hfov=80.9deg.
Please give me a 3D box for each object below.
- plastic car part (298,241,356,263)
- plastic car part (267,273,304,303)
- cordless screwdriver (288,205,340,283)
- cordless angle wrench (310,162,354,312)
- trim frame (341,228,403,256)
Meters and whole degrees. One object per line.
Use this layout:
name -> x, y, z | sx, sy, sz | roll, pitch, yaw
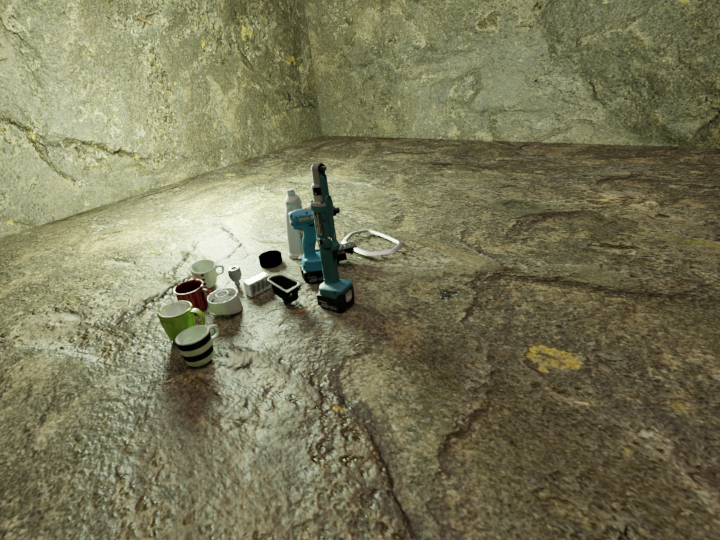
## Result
plastic car part -> -0.114, -0.052, 1.469 | 0.203, 0.065, 0.068 | -9, 26, 0
plastic car part -> -0.229, 0.061, 1.284 | 0.064, 0.069, 0.123 | -29, 33, -36
cordless screwdriver -> -0.132, -0.086, 1.349 | 0.158, 0.241, 0.077 | -10, 25, -7
cordless angle wrench -> -0.090, -0.086, 1.151 | 0.103, 0.411, 0.073 | 12, 30, 35
trim frame -> 0.043, -0.103, 1.561 | 0.179, 0.027, 0.263 | -26, 32, -30
